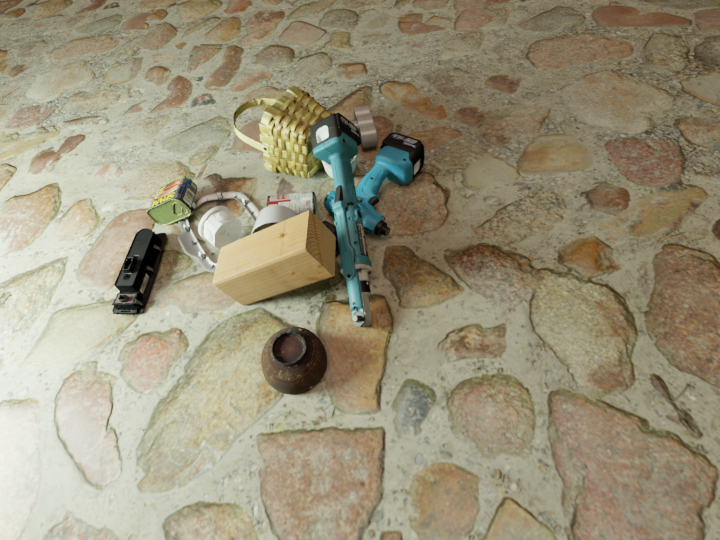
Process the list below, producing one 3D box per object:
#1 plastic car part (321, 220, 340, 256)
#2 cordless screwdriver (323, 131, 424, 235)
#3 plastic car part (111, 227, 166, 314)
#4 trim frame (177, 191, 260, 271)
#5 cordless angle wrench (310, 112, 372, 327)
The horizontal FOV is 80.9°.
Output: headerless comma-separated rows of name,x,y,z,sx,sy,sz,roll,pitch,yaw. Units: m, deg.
plastic car part,-0.082,-0.054,0.842,0.069,0.068,0.115,32,60,28
cordless screwdriver,0.055,-0.185,0.918,0.167,0.071,0.247,32,68,27
plastic car part,-0.463,-0.010,0.878,0.067,0.064,0.209,-7,50,10
trim frame,-0.309,-0.095,0.935,0.182,0.026,0.261,-31,57,-13
cordless angle wrench,-0.025,-0.102,0.814,0.076,0.093,0.433,-21,67,30
